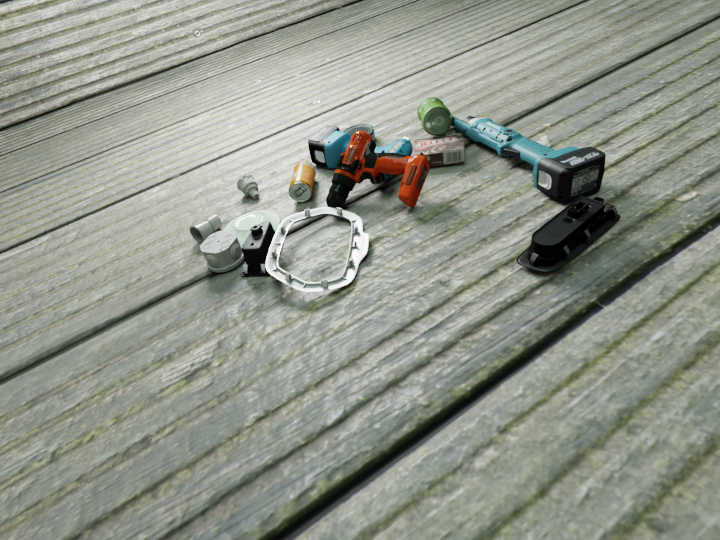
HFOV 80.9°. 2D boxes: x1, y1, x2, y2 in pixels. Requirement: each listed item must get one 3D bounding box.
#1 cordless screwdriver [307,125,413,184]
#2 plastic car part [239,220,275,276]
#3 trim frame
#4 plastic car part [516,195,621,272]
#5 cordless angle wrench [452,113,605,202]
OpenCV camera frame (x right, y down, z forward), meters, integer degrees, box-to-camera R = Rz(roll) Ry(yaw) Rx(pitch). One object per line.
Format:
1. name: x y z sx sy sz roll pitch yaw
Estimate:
1. cordless screwdriver: -0.018 -0.274 1.016 0.261 0.071 0.158 18 50 29
2. plastic car part: -0.195 -0.051 0.816 0.067 0.068 0.119 -3 44 12
3. trim frame: -0.078 -0.051 0.794 0.187 0.026 0.253 3 40 6
4. plastic car part: 0.332 -0.066 0.669 0.200 0.064 0.070 -36 51 -19
5. cordless angle wrench: 0.317 -0.274 0.908 0.097 0.071 0.445 -22 38 -9
